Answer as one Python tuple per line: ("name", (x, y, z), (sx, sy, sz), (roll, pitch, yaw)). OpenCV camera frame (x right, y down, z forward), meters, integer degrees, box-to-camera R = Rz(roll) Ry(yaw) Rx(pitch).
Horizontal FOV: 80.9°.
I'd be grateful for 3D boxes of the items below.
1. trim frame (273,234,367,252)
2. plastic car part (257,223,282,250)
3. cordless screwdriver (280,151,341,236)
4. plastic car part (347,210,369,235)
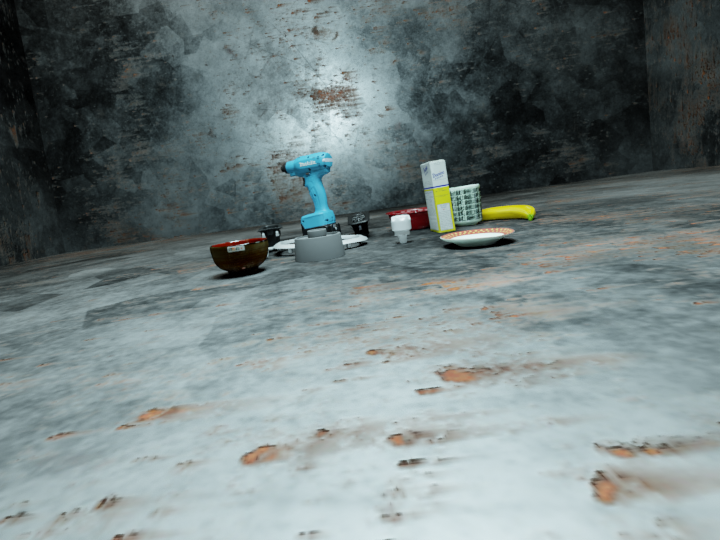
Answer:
("trim frame", (-0.103, -0.067, 1.054), (0.258, 0.027, 0.179), (-3, 11, 24))
("plastic car part", (-0.243, -0.089, 1.161), (0.065, 0.070, 0.119), (-9, 9, -8))
("cordless screwdriver", (-0.143, -0.200, 1.196), (0.166, 0.246, 0.072), (-3, 8, 31))
("plastic car part", (-0.003, -0.134, 1.230), (0.067, 0.066, 0.204), (-7, 10, 2))
